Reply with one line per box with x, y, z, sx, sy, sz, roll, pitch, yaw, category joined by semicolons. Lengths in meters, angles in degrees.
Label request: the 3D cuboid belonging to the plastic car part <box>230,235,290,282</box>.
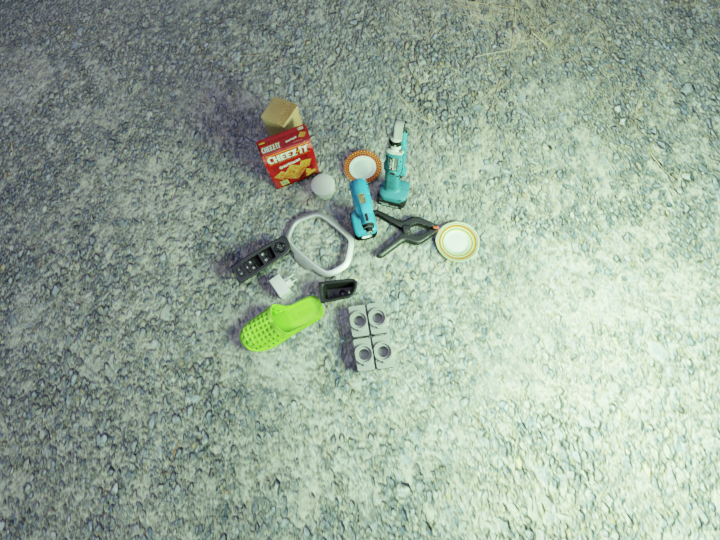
-0.311;-0.033;1.355;0.202;0.065;0.068;-34;73;-5;plastic car part

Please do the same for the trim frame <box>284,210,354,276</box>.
-0.134;-0.088;1.371;0.257;0.027;0.183;39;80;17;trim frame

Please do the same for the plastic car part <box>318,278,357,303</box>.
-0.065;0.065;1.288;0.117;0.069;0.067;-8;72;3;plastic car part

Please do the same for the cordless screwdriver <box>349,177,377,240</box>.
0.012;-0.150;1.259;0.074;0.242;0.163;-12;73;-1;cordless screwdriver

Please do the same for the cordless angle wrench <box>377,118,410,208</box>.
0.099;-0.298;1.208;0.100;0.412;0.075;16;75;7;cordless angle wrench
